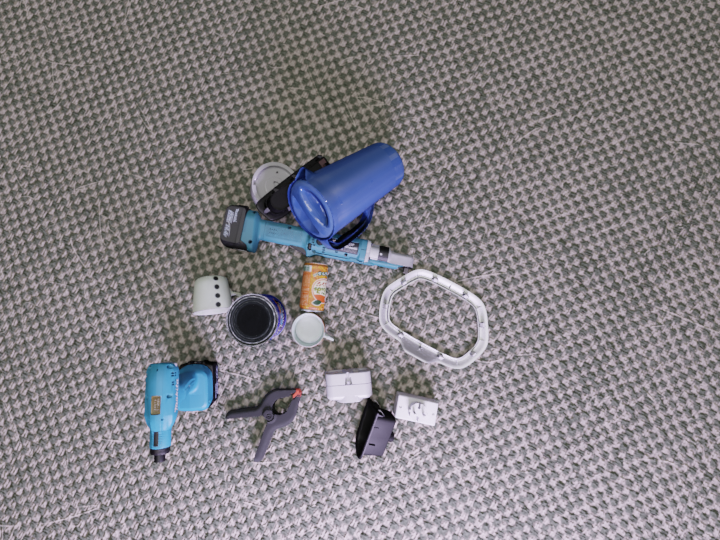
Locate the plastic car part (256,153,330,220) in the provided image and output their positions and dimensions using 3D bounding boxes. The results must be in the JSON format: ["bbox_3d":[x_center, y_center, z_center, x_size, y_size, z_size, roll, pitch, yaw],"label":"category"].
[{"bbox_3d":[-0.131,-0.178,0.912,0.201,0.069,0.064,-41,107,-18],"label":"plastic car part"}]

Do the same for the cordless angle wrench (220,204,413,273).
[{"bbox_3d":[-0.092,-0.060,0.936,0.424,0.074,0.098,11,84,1],"label":"cordless angle wrench"}]

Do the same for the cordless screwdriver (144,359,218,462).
[{"bbox_3d":[-0.343,0.253,0.813,0.074,0.246,0.161,-3,80,-3],"label":"cordless screwdriver"}]

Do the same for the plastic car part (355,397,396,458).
[{"bbox_3d":[0.037,0.335,0.883,0.069,0.068,0.116,12,100,-13],"label":"plastic car part"}]

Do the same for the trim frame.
[{"bbox_3d":[0.162,0.107,0.924,0.250,0.027,0.184,29,86,4],"label":"trim frame"}]
